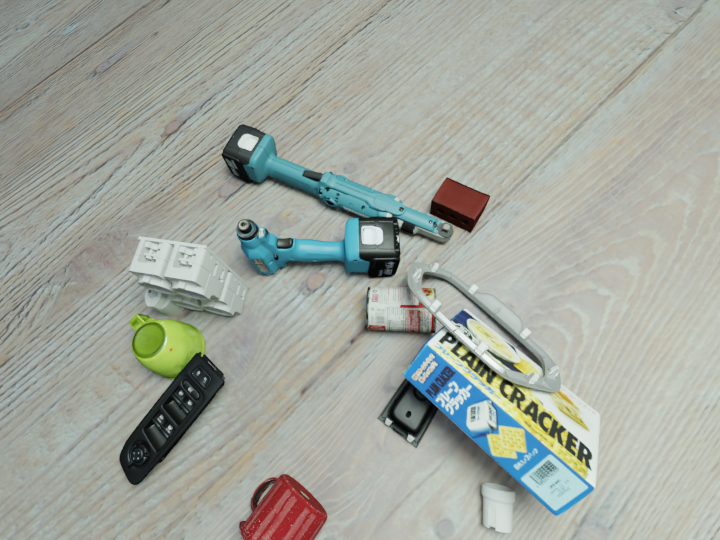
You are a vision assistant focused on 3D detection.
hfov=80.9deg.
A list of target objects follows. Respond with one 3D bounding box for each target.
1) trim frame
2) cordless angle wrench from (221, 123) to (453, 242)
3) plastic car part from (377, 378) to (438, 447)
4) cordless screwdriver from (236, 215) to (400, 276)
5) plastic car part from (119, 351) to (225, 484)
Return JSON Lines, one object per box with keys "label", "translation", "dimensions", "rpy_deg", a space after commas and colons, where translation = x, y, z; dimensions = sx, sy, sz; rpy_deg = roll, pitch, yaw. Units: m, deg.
{"label": "trim frame", "translation": [0.166, 0.066, 0.584], "dimensions": [0.261, 0.175, 0.027], "rpy_deg": [43, 117, 30]}
{"label": "cordless angle wrench", "translation": [-0.043, -0.142, 0.743], "dimensions": [0.435, 0.095, 0.074], "rpy_deg": [24, 74, 14]}
{"label": "plastic car part", "translation": [0.082, 0.178, 0.593], "dimensions": [0.068, 0.068, 0.116], "rpy_deg": [32, 79, 17]}
{"label": "cordless screwdriver", "translation": [-0.065, -0.042, 0.663], "dimensions": [0.252, 0.154, 0.076], "rpy_deg": [-1, 69, 6]}
{"label": "plastic car part", "translation": [-0.282, 0.222, 0.640], "dimensions": [0.068, 0.065, 0.202], "rpy_deg": [38, 83, 12]}
